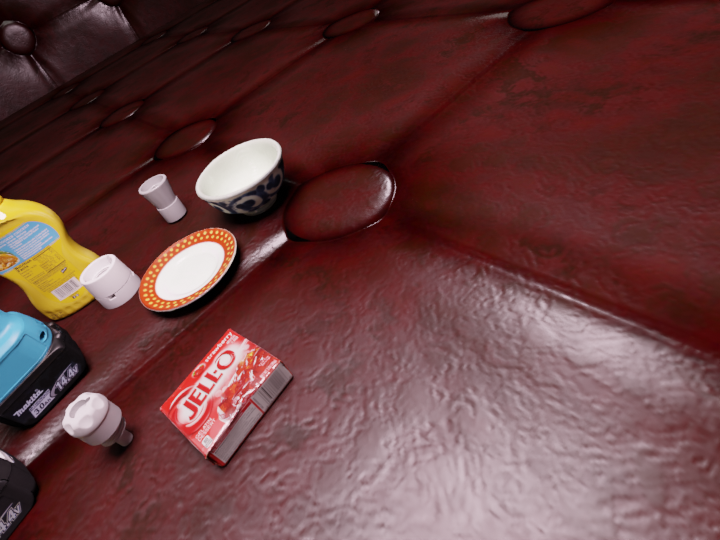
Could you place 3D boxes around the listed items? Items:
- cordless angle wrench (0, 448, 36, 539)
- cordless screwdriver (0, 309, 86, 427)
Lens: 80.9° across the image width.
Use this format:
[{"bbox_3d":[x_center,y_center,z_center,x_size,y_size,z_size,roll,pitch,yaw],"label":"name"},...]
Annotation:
[{"bbox_3d":[-0.387,0.081,0.236,0.078,0.402,0.098,8,51,33],"label":"cordless angle wrench"},{"bbox_3d":[-0.393,0.063,0.382,0.078,0.237,0.158,19,57,39],"label":"cordless screwdriver"}]
